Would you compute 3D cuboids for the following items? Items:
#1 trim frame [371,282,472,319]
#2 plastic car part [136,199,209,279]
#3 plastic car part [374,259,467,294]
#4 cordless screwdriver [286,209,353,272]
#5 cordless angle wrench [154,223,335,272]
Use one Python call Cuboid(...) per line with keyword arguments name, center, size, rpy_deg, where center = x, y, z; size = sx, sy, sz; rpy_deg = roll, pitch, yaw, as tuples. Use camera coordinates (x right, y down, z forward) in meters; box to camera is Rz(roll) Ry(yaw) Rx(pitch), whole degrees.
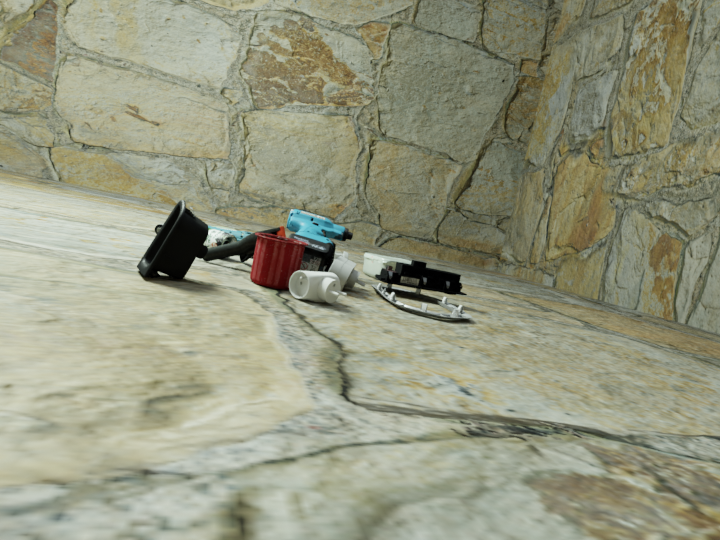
Cuboid(name="trim frame", center=(0.113, 0.057, 0.851), size=(0.181, 0.027, 0.254), rpy_deg=(10, 8, -11))
Cuboid(name="plastic car part", center=(-0.259, -0.035, 0.611), size=(0.067, 0.116, 0.069), rpy_deg=(38, -11, -36))
Cuboid(name="plastic car part", center=(0.139, 0.015, 0.939), size=(0.199, 0.067, 0.067), rpy_deg=(14, -3, -10))
Cuboid(name="cordless screwdriver", center=(-0.089, -0.058, 0.913), size=(0.157, 0.073, 0.255), rpy_deg=(14, 23, -9))
Cuboid(name="cordless angle wrench", center=(-0.275, -0.066, 1.019), size=(0.417, 0.074, 0.100), rpy_deg=(9, 7, -9))
